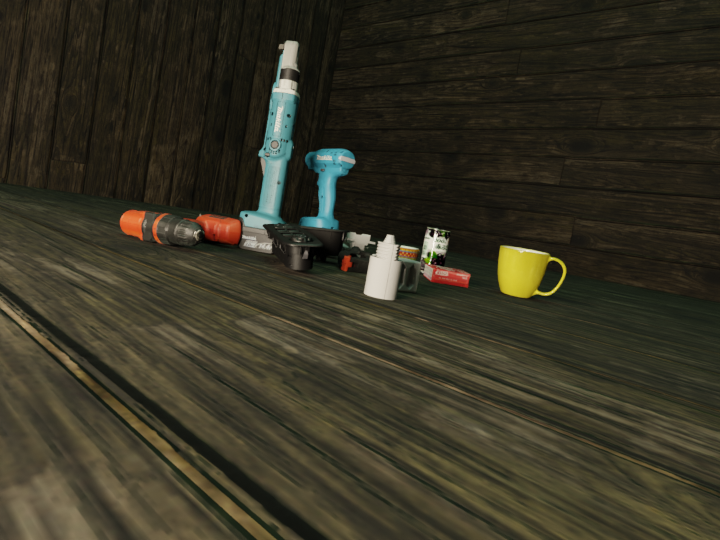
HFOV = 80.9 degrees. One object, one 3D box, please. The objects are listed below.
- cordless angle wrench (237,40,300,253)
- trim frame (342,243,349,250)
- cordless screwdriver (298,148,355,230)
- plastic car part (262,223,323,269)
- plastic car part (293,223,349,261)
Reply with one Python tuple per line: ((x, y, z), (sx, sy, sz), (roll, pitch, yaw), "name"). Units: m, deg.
((-0.168, -0.248, 0.853), (0.099, 0.421, 0.073), (10, 4, 7), "cordless angle wrench")
((-0.125, -0.075, 1.169), (0.186, 0.027, 0.247), (10, 6, 4), "trim frame")
((-0.100, -0.165, 1.005), (0.070, 0.248, 0.168), (6, 6, -45), "cordless screwdriver")
((-0.117, -0.041, 0.696), (0.064, 0.067, 0.211), (8, 6, -23), "plastic car part")
((-0.083, -0.055, 0.853), (0.116, 0.071, 0.066), (9, 5, -4), "plastic car part")
